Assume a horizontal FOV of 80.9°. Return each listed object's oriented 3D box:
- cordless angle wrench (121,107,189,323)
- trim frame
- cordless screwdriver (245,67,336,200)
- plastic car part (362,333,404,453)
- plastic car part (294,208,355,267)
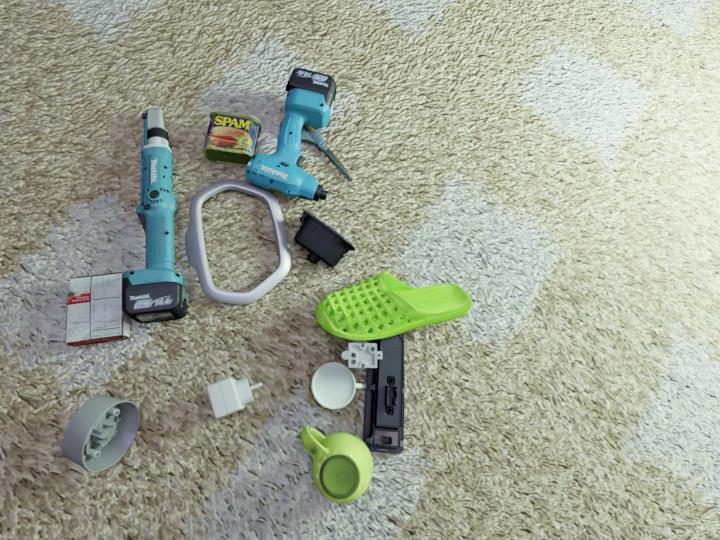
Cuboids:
[{"bbox_3d":[-0.368,-0.123,0.764,0.097,0.073,0.435,-7,68,-10],"label":"cordless angle wrench"},{"bbox_3d":[-0.227,-0.058,0.774,0.181,0.027,0.254,-12,73,-11],"label":"trim frame"},{"bbox_3d":[-0.105,-0.258,0.821,0.160,0.073,0.250,19,77,2],"label":"cordless screwdriver"},{"bbox_3d":[0.042,0.186,0.690,0.067,0.065,0.207,3,67,1],"label":"plastic car part"},{"bbox_3d":[-0.075,-0.049,0.772,0.118,0.065,0.071,38,85,4],"label":"plastic car part"}]
